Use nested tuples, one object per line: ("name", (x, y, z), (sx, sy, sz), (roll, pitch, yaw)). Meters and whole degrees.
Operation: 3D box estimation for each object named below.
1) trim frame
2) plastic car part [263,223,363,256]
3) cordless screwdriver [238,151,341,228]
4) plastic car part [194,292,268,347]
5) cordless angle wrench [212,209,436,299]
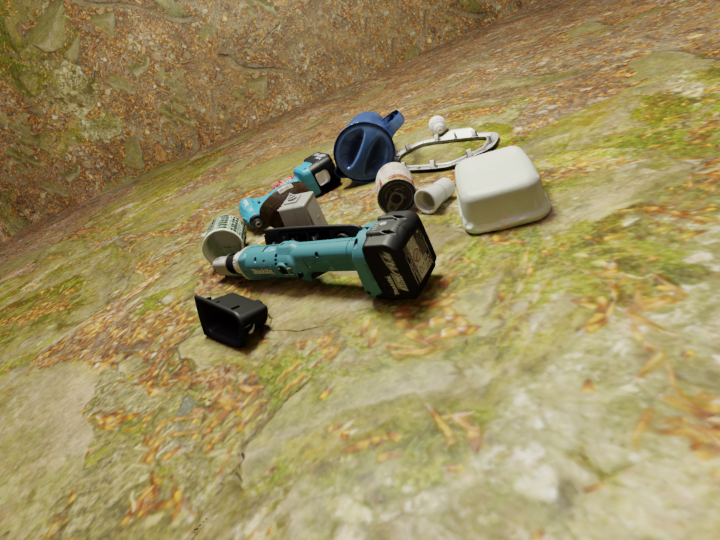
("trim frame", (0.169, -0.262, 0.914), (0.181, 0.026, 0.262), (-40, 31, -29))
("plastic car part", (-0.069, -0.045, 0.701), (0.213, 0.066, 0.064), (0, 9, 40))
("cordless screwdriver", (-0.165, -0.180, 0.983), (0.247, 0.071, 0.167), (-32, 29, -6))
("plastic car part", (-0.173, 0.063, 0.600), (0.123, 0.064, 0.069), (7, 26, 40))
("cordless angle wrench", (-0.100, -0.015, 0.640), (0.443, 0.094, 0.074), (-2, 37, 41))
